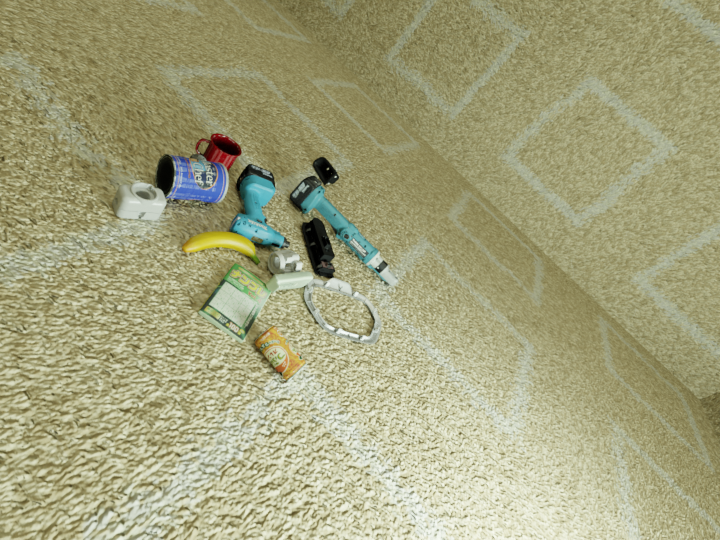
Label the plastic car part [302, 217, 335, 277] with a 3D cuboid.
[{"bbox_3d":[-0.117,-0.077,1.198,0.063,0.067,0.213,7,42,-34],"label":"plastic car part"}]

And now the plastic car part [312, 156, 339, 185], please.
[{"bbox_3d":[-0.118,-0.362,1.552,0.067,0.066,0.122,24,30,-54],"label":"plastic car part"}]

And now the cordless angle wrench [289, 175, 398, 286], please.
[{"bbox_3d":[-0.037,-0.113,1.299,0.424,0.099,0.073,46,29,1],"label":"cordless angle wrench"}]

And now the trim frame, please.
[{"bbox_3d":[-0.040,0.099,1.093,0.237,0.028,0.192,19,37,-28],"label":"trim frame"}]

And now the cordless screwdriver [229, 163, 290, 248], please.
[{"bbox_3d":[-0.264,-0.168,1.141,0.152,0.075,0.258,21,41,-30],"label":"cordless screwdriver"}]
